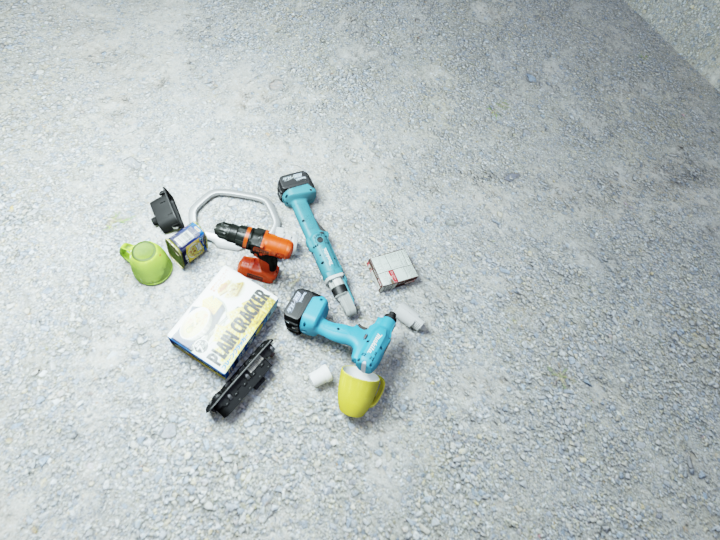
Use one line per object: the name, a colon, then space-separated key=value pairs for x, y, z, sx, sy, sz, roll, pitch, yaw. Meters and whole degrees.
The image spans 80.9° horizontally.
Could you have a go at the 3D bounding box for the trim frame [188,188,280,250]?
trim frame: x=-0.341 y=-0.141 z=1.148 sx=0.246 sy=0.027 sz=0.188 roll=8 pitch=60 yaw=-7

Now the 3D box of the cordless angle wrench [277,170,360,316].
cordless angle wrench: x=-0.110 y=-0.072 z=1.124 sx=0.096 sy=0.073 sz=0.437 roll=-18 pitch=69 yaw=-19

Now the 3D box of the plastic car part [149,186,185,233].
plastic car part: x=-0.515 y=-0.148 z=1.111 sx=0.070 sy=0.064 sz=0.120 roll=-24 pitch=71 yaw=-5

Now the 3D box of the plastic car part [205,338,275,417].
plastic car part: x=-0.258 y=0.244 z=0.939 sx=0.201 sy=0.068 sz=0.066 roll=-45 pitch=105 yaw=-28

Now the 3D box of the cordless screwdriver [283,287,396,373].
cordless screwdriver: x=-0.047 y=0.118 z=0.994 sx=0.258 sy=0.072 sz=0.159 roll=23 pitch=55 yaw=19
